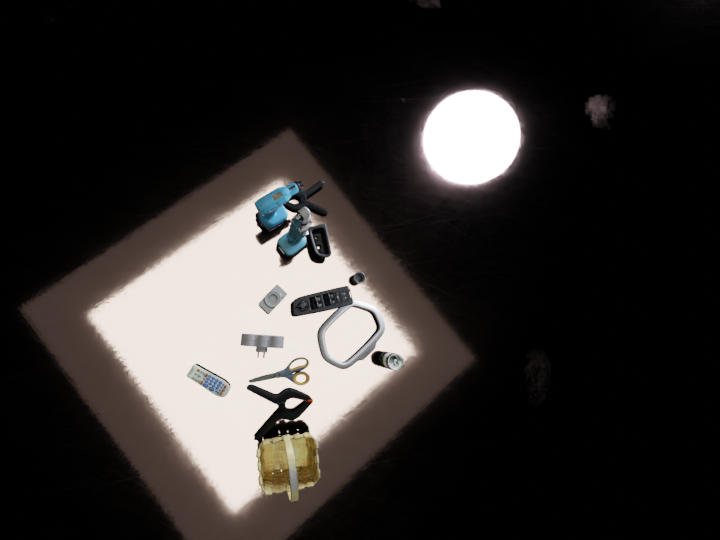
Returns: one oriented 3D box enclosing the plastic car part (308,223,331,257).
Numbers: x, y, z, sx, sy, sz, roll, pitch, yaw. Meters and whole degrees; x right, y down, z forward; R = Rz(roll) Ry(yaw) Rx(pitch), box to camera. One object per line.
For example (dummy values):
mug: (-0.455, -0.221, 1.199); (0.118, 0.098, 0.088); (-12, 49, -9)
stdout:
plastic car part: (-0.142, -0.093, 1.453); (0.065, 0.071, 0.118); (-12, 82, -13)

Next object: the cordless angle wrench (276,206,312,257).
cordless angle wrench: (-0.189, -0.120, 1.270); (0.097, 0.426, 0.074); (-39, 92, -16)

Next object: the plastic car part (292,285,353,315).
plastic car part: (-0.132, 0.105, 1.415); (0.200, 0.067, 0.067); (-12, 83, -11)

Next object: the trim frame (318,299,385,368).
trim frame: (-0.030, 0.215, 1.427); (0.247, 0.027, 0.185); (-43, 87, -14)

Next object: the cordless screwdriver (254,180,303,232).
cordless screwdriver: (-0.264, -0.209, 1.367); (0.157, 0.250, 0.075); (-34, 91, -15)
